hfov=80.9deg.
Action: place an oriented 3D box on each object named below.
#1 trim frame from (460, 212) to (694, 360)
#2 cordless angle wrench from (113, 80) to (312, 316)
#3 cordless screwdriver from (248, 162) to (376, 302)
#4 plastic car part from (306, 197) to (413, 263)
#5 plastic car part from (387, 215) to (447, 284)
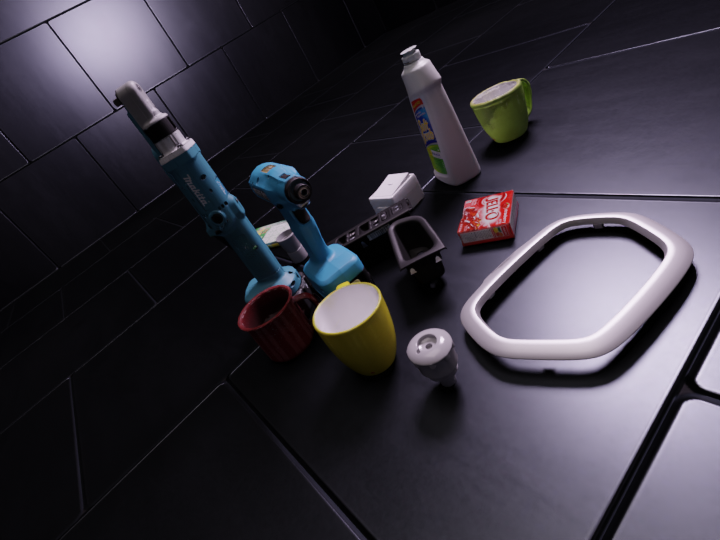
[{"bbox_3d":[0.225,0.010,0.463,0.246,0.026,0.194,-42,31,-16],"label":"trim frame"},{"bbox_3d":[-0.211,-0.087,0.637,0.099,0.406,0.076,-25,27,12],"label":"cordless angle wrench"},{"bbox_3d":[-0.057,-0.038,0.587,0.074,0.238,0.167,-38,28,-13],"label":"cordless screwdriver"},{"bbox_3d":[0.002,-0.048,0.722,0.206,0.064,0.068,-25,29,13],"label":"plastic car part"},{"bbox_3d":[0.085,-0.025,0.605,0.067,0.068,0.120,-27,29,9],"label":"plastic car part"}]
